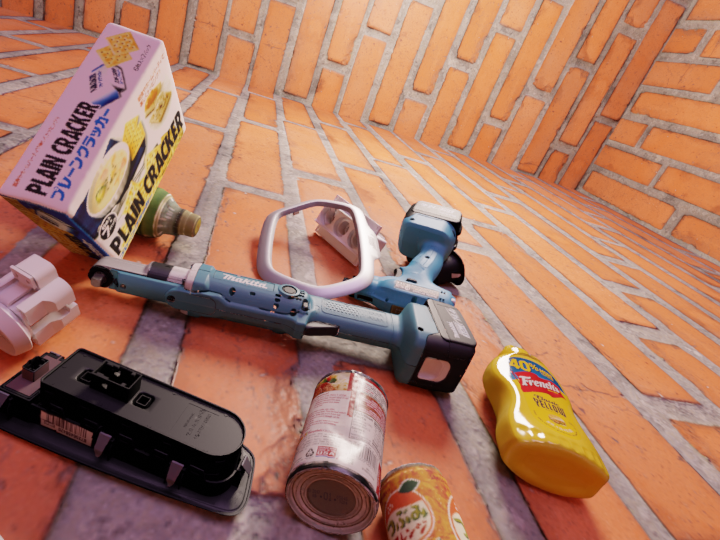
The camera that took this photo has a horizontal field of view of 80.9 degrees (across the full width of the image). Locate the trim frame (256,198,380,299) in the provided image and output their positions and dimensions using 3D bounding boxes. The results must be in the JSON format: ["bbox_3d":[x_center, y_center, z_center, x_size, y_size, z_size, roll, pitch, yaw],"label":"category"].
[{"bbox_3d":[-0.063,-0.041,0.644,0.184,0.027,0.257,-3,38,-3],"label":"trim frame"}]

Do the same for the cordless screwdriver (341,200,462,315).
[{"bbox_3d":[0.076,-0.021,0.674,0.163,0.072,0.250,13,40,11],"label":"cordless screwdriver"}]

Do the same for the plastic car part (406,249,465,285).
[{"bbox_3d":[0.128,-0.017,0.775,0.069,0.064,0.123,-12,41,-26],"label":"plastic car part"}]

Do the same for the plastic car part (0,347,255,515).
[{"bbox_3d":[-0.166,0.106,0.313,0.204,0.066,0.066,24,18,3],"label":"plastic car part"}]

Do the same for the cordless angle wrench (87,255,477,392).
[{"bbox_3d":[-0.086,0.046,0.481,0.417,0.073,0.100,14,25,-7],"label":"cordless angle wrench"}]
